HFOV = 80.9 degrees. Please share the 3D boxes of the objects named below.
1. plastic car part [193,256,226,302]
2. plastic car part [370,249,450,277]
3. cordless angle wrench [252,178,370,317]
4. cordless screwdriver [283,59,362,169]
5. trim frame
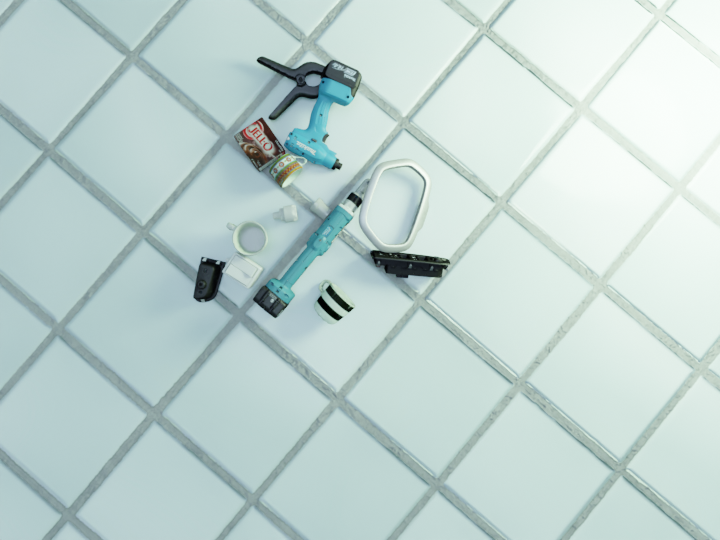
[{"bbox_3d":[-0.392,0.027,1.070,0.066,0.071,0.117,13,85,-1],"label":"plastic car part"},{"bbox_3d":[0.128,-0.013,1.075,0.203,0.067,0.066,1,99,0],"label":"plastic car part"},{"bbox_3d":[-0.104,-0.068,1.066,0.075,0.097,0.422,39,85,1],"label":"cordless angle wrench"},{"bbox_3d":[-0.072,-0.389,1.076,0.156,0.076,0.248,27,98,-10],"label":"cordless screwdriver"},{"bbox_3d":[0.092,-0.166,1.078,0.179,0.028,0.249,18,85,-14],"label":"trim frame"}]
